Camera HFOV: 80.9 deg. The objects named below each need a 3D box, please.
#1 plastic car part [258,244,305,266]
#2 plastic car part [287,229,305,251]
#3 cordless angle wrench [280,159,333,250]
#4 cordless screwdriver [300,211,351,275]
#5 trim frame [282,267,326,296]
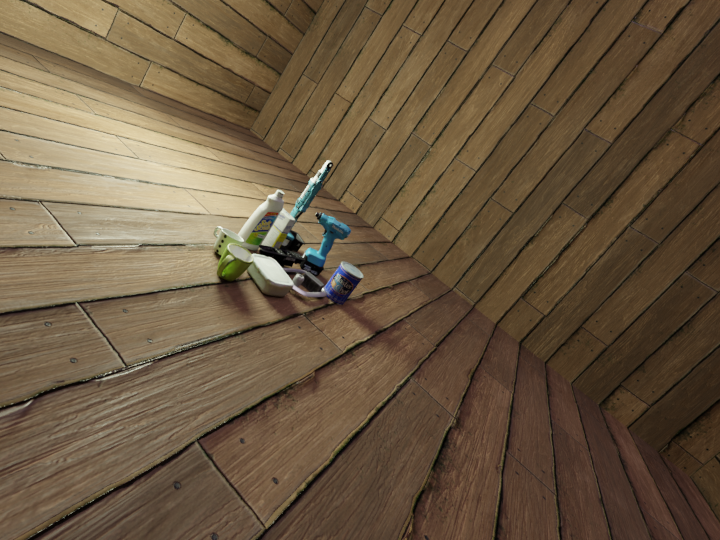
[{"bbox_3d":[-0.312,-0.054,1.622,0.192,0.067,0.070,19,23,-43],"label":"plastic car part"},{"bbox_3d":[-0.294,-0.124,1.851,0.062,0.071,0.123,22,20,-38],"label":"plastic car part"},{"bbox_3d":[-0.240,-0.276,1.759,0.070,0.423,0.103,24,20,-36],"label":"cordless angle wrench"},{"bbox_3d":[-0.170,-0.111,1.737,0.156,0.249,0.076,32,17,-11],"label":"cordless screwdriver"},{"bbox_3d":[-0.222,0.043,1.593,0.192,0.027,0.238,41,17,23],"label":"trim frame"}]
